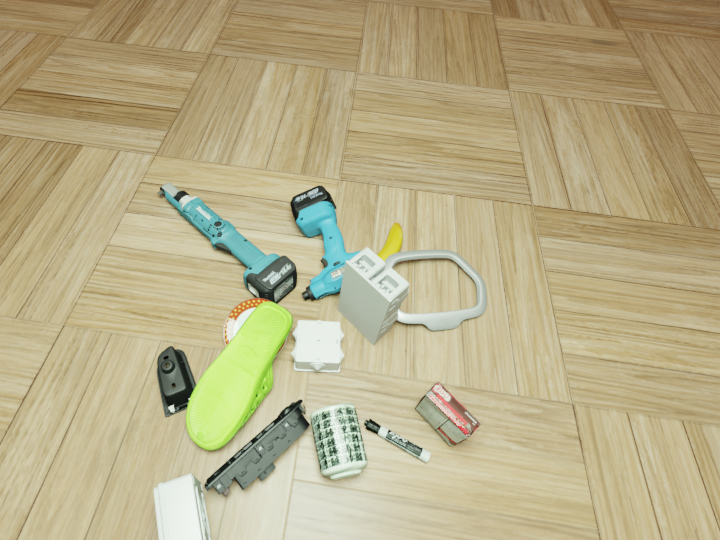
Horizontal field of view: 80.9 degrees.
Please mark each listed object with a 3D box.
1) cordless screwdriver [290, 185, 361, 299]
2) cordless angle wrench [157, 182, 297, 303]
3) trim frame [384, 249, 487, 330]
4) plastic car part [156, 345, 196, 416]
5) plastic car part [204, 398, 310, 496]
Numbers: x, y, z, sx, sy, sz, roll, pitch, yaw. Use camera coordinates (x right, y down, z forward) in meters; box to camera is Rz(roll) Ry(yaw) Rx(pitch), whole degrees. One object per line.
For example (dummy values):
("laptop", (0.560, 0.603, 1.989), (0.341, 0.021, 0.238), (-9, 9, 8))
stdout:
("cordless screwdriver", (-0.092, -0.060, 0.938), (0.159, 0.071, 0.260), (-28, 61, 2))
("cordless angle wrench", (-0.318, -0.086, 0.954), (0.441, 0.072, 0.097), (37, 60, 23))
("trim frame", (0.153, 0.036, 0.903), (0.243, 0.027, 0.191), (-4, 59, -15))
("plastic car part", (-0.338, 0.189, 0.761), (0.065, 0.069, 0.121), (-20, 63, -19))
("plastic car part", (-0.159, 0.296, 0.701), (0.069, 0.066, 0.200), (43, 63, 10))
